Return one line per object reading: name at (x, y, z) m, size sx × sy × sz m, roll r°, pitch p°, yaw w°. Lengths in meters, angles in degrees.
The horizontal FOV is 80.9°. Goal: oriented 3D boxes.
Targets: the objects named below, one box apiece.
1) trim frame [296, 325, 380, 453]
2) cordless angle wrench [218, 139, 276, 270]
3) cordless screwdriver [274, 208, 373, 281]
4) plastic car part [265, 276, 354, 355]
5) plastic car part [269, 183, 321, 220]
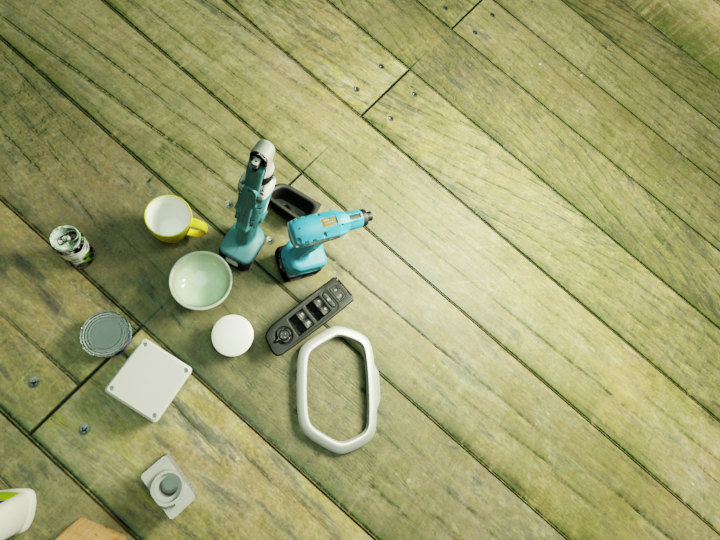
trim frame at (-0.043, 0.241, 0.872) m, size 0.180 × 0.027 × 0.254 m, roll 1°, pitch 70°, yaw -14°
cordless angle wrench at (-0.193, -0.104, 0.742) m, size 0.073 × 0.426 × 0.098 m, roll 30°, pitch 66°, yaw -9°
cordless screwdriver at (-0.083, -0.054, 0.848) m, size 0.155 × 0.250 × 0.076 m, roll -15°, pitch 79°, yaw -22°
plastic car part at (-0.113, 0.099, 0.884) m, size 0.200 × 0.067 × 0.067 m, roll -37°, pitch 86°, yaw -23°
plastic car part at (-0.159, -0.144, 0.959) m, size 0.116 × 0.071 × 0.066 m, roll 31°, pitch 66°, yaw -4°
